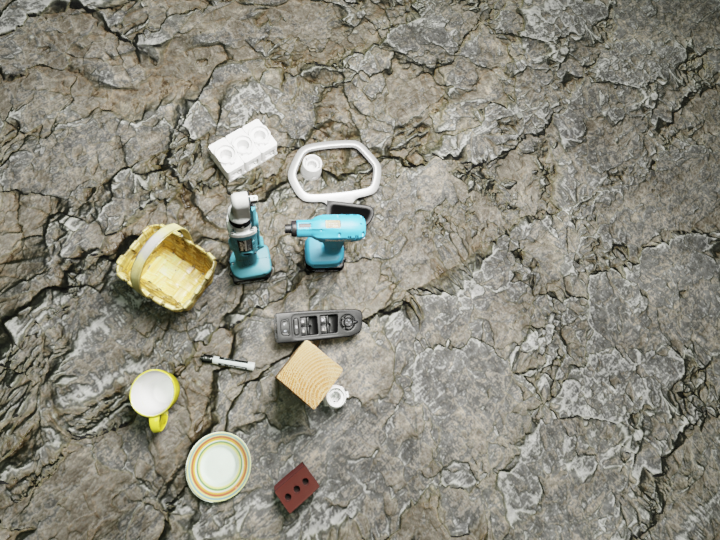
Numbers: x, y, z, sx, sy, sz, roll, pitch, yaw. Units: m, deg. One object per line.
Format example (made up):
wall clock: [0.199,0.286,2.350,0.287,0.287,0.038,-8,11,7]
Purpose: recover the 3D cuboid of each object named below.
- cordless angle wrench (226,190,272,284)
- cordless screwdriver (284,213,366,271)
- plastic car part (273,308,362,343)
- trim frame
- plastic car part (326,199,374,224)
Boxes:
cordless angle wrench: [-0.222,-0.056,0.819,0.096,0.422,0.076,-9,78,-14]
cordless screwdriver: [-0.091,-0.059,0.927,0.157,0.248,0.076,-1,76,-11]
plastic car part: [-0.095,0.126,0.963,0.200,0.067,0.067,-4,75,-8]
trim frame: [-0.067,-0.256,1.108,0.245,0.027,0.188,-8,74,-9]
plastic car part: [-0.030,-0.128,1.049,0.115,0.070,0.067,5,74,-7]
